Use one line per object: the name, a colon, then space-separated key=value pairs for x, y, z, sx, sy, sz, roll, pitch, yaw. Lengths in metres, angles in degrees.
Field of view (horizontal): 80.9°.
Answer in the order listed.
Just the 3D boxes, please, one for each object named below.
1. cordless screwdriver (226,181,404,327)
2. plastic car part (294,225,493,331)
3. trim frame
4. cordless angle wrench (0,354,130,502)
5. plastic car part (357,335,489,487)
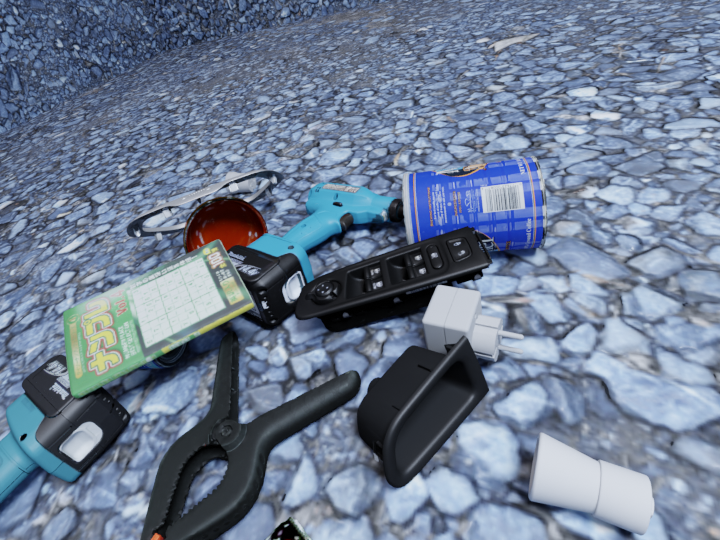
cordless screwdriver: x=-0.053 y=-0.035 z=0.543 sx=0.167 sy=0.071 sz=0.246 roll=13 pitch=44 yaw=33
plastic car part: x=0.030 y=0.017 z=0.448 sx=0.206 sy=0.064 sz=0.069 roll=-15 pitch=45 yaw=10
trim frame: x=-0.232 y=-0.096 z=0.647 sx=0.246 sy=0.028 sz=0.184 roll=-21 pitch=-1 yaw=-8
cordless angle wrench: x=-0.381 y=0.259 z=0.327 sx=0.103 sy=0.071 sz=0.420 roll=13 pitch=50 yaw=33
plastic car part: x=0.040 y=0.107 z=0.352 sx=0.115 sy=0.063 sz=0.074 roll=-39 pitch=28 yaw=-20
